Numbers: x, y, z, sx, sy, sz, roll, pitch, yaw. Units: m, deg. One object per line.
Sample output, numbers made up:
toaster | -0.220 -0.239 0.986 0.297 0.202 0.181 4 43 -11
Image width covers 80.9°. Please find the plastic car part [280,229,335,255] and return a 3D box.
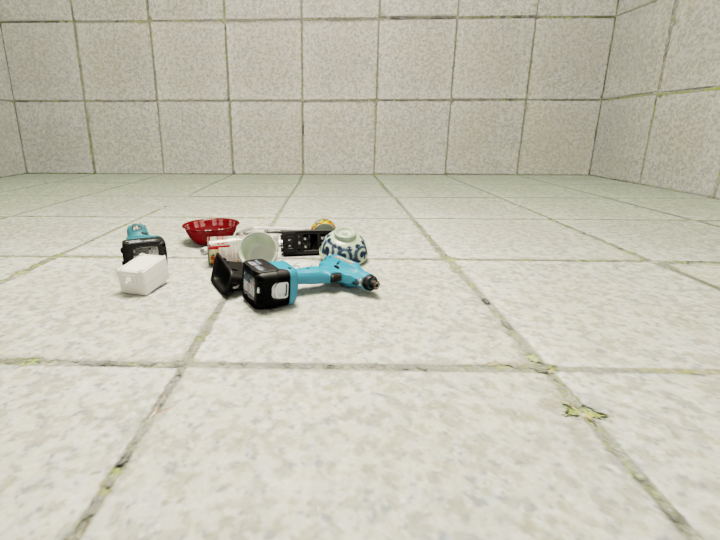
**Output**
plastic car part | -0.109 -0.072 1.119 0.201 0.067 0.067 -3 -8 -5

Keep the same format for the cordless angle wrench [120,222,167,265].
cordless angle wrench | -0.592 -0.082 1.132 0.094 0.073 0.445 -9 18 -28

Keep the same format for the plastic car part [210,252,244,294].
plastic car part | -0.257 0.014 0.869 0.067 0.065 0.123 6 15 -37

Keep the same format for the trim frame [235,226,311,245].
trim frame | -0.251 -0.106 1.264 0.251 0.027 0.186 0 20 5

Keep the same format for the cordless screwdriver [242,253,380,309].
cordless screwdriver | -0.095 0.020 0.822 0.238 0.073 0.168 -9 20 -36
